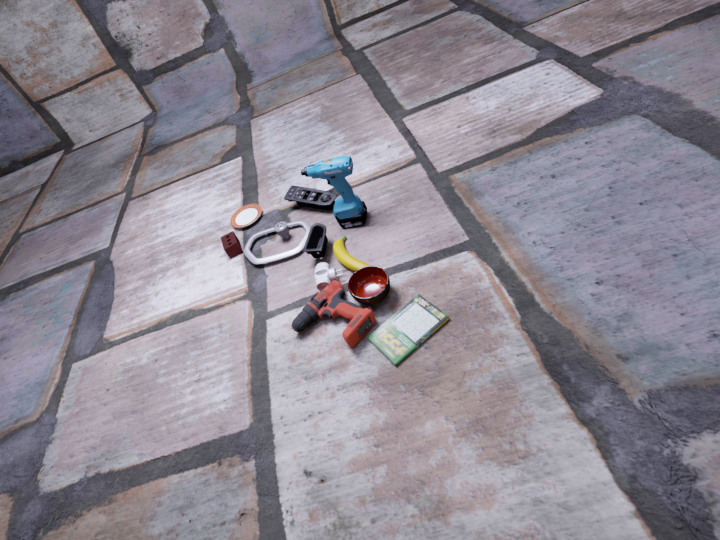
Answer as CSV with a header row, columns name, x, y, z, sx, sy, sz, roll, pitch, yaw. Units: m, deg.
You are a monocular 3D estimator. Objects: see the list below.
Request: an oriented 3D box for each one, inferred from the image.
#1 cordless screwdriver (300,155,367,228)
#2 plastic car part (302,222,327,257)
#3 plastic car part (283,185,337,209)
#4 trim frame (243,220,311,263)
name,x,y,z,sx,sy,sz,roll,pitch,yaw
cordless screwdriver,-0.076,-0.241,1.319,0.164,0.237,0.076,-5,47,19
plastic car part,-0.129,-0.084,1.319,0.068,0.067,0.118,-4,48,20
plastic car part,-0.171,-0.249,1.493,0.213,0.064,0.066,11,54,32
trim frame,-0.279,-0.098,1.429,0.251,0.026,0.191,-17,45,9
